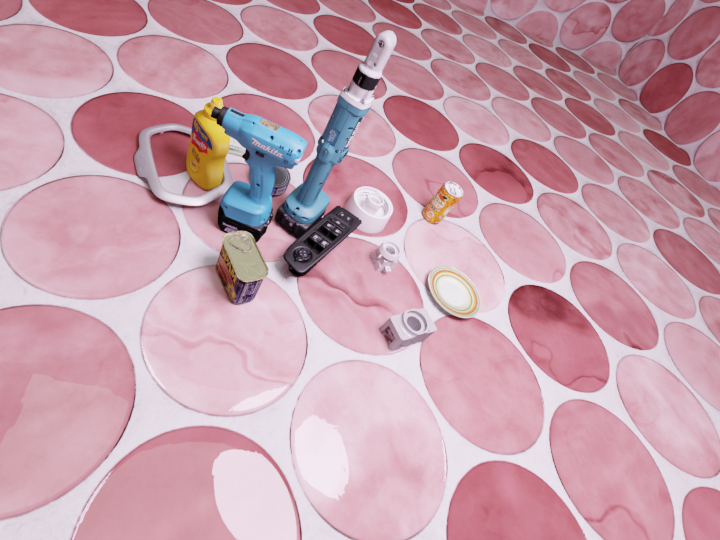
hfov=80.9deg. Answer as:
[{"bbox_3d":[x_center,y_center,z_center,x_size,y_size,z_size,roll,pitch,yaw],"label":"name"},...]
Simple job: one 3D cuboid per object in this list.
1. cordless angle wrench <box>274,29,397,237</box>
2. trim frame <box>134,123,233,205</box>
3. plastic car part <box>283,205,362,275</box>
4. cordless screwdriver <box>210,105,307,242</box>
[{"bbox_3d":[-0.048,-0.221,0.753,0.075,0.423,0.097,39,46,2],"label":"cordless angle wrench"},{"bbox_3d":[-0.367,-0.223,0.876,0.177,0.027,0.259,-9,58,-31],"label":"trim frame"},{"bbox_3d":[-0.083,-0.054,0.845,0.067,0.067,0.200,40,47,6],"label":"plastic car part"},{"bbox_3d":[-0.206,-0.168,0.754,0.157,0.249,0.075,26,47,-8],"label":"cordless screwdriver"}]
